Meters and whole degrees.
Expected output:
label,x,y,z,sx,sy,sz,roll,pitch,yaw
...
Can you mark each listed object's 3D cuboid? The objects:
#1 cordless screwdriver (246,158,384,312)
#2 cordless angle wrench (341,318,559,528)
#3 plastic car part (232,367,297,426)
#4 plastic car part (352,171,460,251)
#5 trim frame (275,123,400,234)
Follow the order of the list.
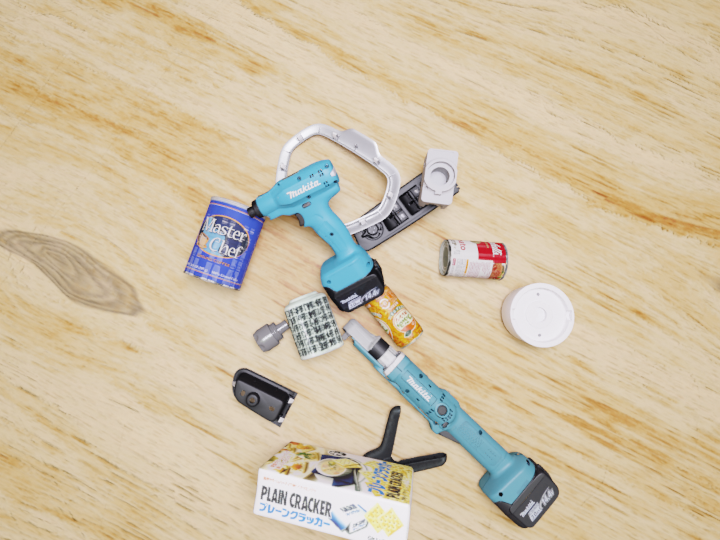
label,x,y,z,sx,sy,sz,roll,pitch,yaw
cordless screwdriver,-0.070,-0.045,0.711,0.161,0.076,0.241,-24,108,11
cordless angle wrench,0.133,0.237,0.724,0.429,0.073,0.098,43,84,7
plastic car part,-0.174,0.219,0.725,0.117,0.071,0.066,28,82,-1
plastic car part,0.072,-0.111,0.768,0.203,0.067,0.066,-35,94,0
trim frame,-0.048,-0.172,0.771,0.258,0.026,0.184,37,87,20
